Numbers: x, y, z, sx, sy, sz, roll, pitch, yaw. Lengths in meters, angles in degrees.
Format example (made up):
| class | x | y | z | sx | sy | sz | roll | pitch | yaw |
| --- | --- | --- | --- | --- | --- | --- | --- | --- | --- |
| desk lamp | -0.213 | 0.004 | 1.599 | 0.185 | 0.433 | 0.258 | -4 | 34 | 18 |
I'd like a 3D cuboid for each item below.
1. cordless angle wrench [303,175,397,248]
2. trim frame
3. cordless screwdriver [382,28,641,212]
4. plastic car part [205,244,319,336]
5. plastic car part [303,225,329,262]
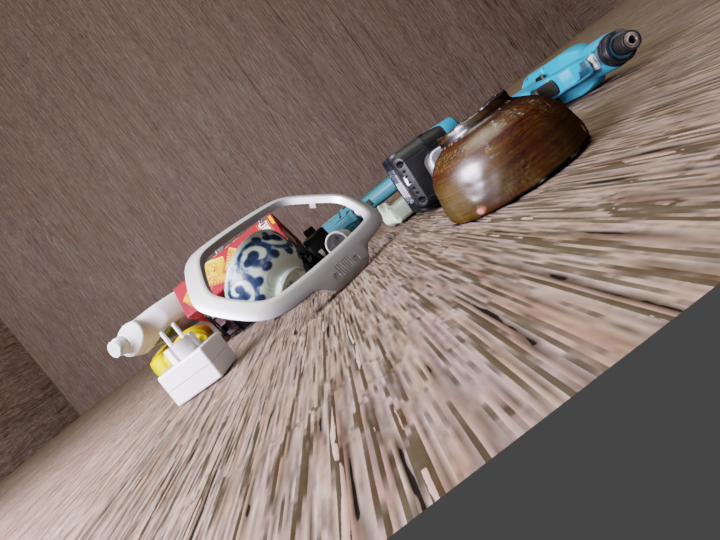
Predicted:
| class | x | y | z | sx | sy | sz | roll | pitch | yaw |
| --- | --- | --- | --- | --- | --- | --- | --- | --- | --- |
| cordless angle wrench | -0.018 | -0.113 | 0.888 | 0.430 | 0.074 | 0.097 | -35 | 7 | 30 |
| trim frame | -0.083 | -0.027 | 0.476 | 0.194 | 0.026 | 0.245 | 17 | 42 | 31 |
| cordless screwdriver | 0.150 | -0.159 | 0.455 | 0.249 | 0.074 | 0.161 | -34 | 8 | 0 |
| plastic car part | -0.155 | 0.035 | 0.683 | 0.202 | 0.064 | 0.069 | -39 | 20 | -3 |
| plastic car part | -0.077 | -0.050 | 0.783 | 0.066 | 0.071 | 0.116 | -38 | 4 | 8 |
